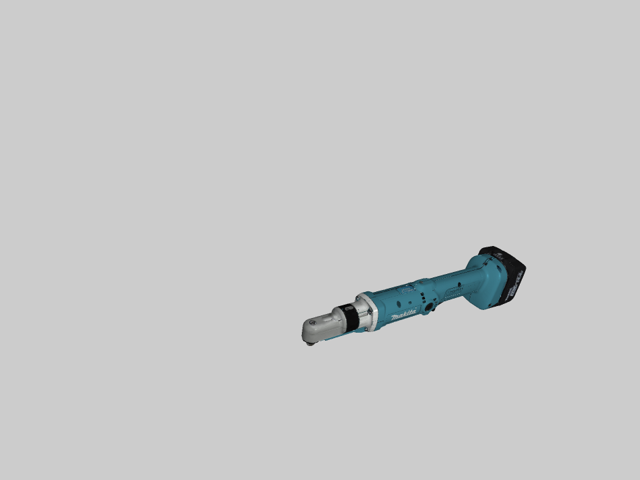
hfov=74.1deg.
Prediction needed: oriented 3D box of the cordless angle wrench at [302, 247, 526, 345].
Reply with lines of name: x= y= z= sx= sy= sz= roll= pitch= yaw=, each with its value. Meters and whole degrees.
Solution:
cordless angle wrench: x=0.160 y=0.094 z=0.689 sx=0.422 sy=0.098 sz=0.074 roll=-10 pitch=34 yaw=-28
